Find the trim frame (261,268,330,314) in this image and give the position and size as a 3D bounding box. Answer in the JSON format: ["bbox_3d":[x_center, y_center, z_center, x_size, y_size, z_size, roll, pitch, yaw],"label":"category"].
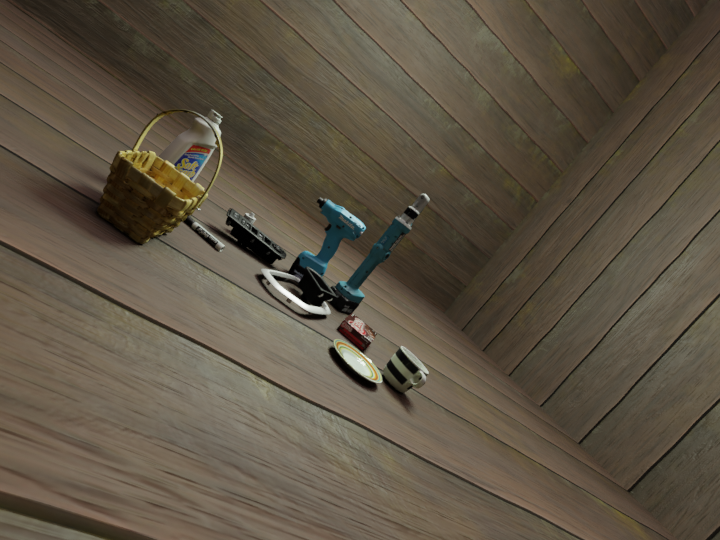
[{"bbox_3d":[-0.162,0.053,1.071,0.191,0.027,0.239,40,7,19],"label":"trim frame"}]

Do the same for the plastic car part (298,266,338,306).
[{"bbox_3d":[-0.123,0.051,1.100,0.062,0.071,0.123,31,10,-43],"label":"plastic car part"}]

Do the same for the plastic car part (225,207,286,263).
[{"bbox_3d":[-0.289,-0.082,1.148,0.196,0.067,0.068,35,8,-18],"label":"plastic car part"}]

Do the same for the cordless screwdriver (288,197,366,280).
[{"bbox_3d":[-0.119,-0.078,1.220,0.159,0.249,0.074,38,7,0],"label":"cordless screwdriver"}]

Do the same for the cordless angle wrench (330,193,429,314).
[{"bbox_3d":[0.061,-0.056,1.257,0.078,0.423,0.093,43,9,31],"label":"cordless angle wrench"}]
